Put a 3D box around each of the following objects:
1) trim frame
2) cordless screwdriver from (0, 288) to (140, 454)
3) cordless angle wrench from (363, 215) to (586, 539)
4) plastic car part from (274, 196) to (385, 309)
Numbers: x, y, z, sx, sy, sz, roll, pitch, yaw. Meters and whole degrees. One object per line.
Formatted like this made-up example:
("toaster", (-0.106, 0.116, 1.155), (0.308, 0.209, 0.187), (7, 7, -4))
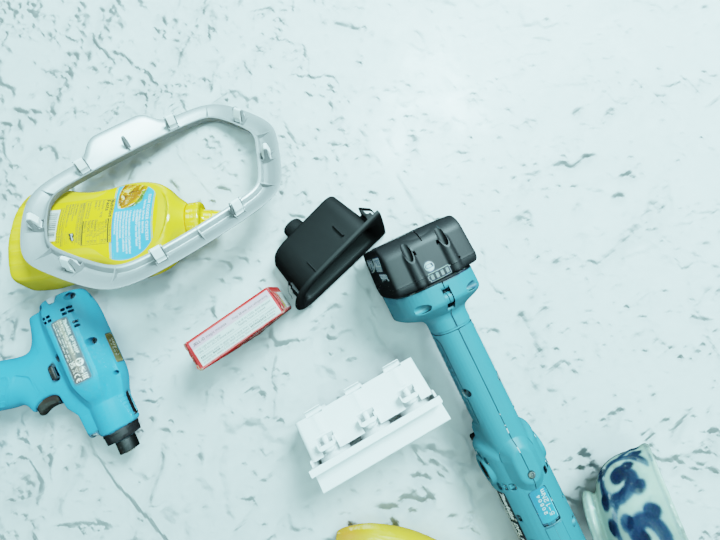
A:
("trim frame", (-0.187, -0.083, 0.388), (0.245, 0.026, 0.193), (-37, 60, -17))
("cordless screwdriver", (-0.336, 0.141, 0.389), (0.247, 0.074, 0.161), (-27, 85, -6))
("cordless angle wrench", (0.130, 0.159, 0.370), (0.074, 0.098, 0.425), (-25, 87, -7))
("plastic car part", (-0.040, -0.026, 0.412), (0.116, 0.064, 0.073), (-41, 72, -1))
